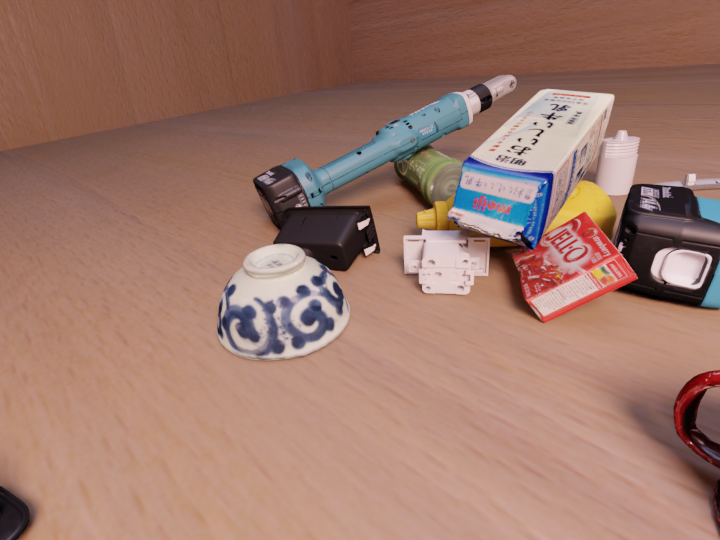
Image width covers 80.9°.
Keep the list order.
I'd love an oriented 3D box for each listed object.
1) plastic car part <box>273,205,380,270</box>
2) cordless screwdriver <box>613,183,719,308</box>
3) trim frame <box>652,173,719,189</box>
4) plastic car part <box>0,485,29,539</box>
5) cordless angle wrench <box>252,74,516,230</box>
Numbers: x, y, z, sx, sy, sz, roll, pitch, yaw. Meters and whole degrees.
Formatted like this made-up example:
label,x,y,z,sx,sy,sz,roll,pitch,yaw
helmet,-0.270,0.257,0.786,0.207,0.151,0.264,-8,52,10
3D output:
label,x,y,z,sx,sy,sz,roll,pitch,yaw
plastic car part,-0.046,-0.030,0.473,0.121,0.063,0.071,3,42,24
cordless screwdriver,0.329,0.005,0.300,0.260,0.072,0.157,13,33,26
trim frame,0.420,-0.067,0.460,0.193,0.027,0.243,11,31,29
plastic car part,-0.252,0.154,0.165,0.070,0.065,0.198,6,26,37
cordless angle wrench,0.053,-0.188,0.608,0.419,0.071,0.103,-30,29,-10
